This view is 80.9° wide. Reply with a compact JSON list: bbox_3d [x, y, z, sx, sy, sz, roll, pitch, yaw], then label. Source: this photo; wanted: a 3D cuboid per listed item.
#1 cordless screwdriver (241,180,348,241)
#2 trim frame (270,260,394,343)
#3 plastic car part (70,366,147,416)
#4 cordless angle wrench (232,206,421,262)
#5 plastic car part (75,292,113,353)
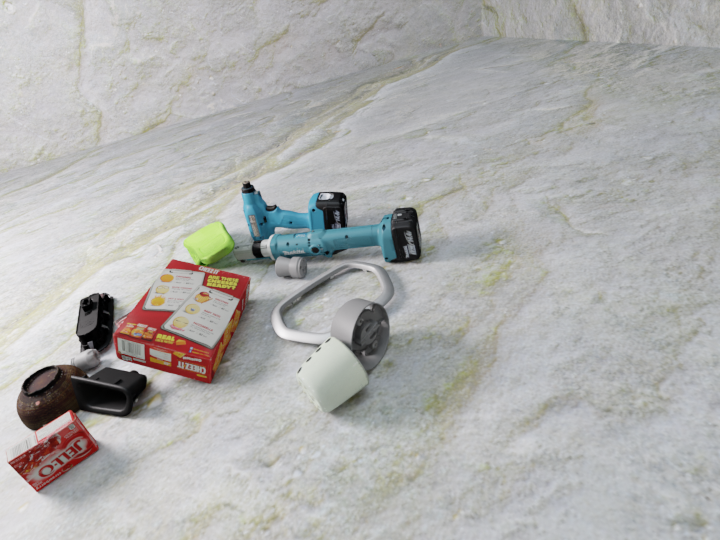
[{"bbox_3d":[-0.158,-0.146,0.998,0.254,0.153,0.075,-2,34,13],"label":"cordless screwdriver"},{"bbox_3d":[-0.051,0.054,0.788,0.244,0.026,0.195,-36,41,-26],"label":"trim frame"},{"bbox_3d":[-0.400,0.191,0.695,0.119,0.064,0.071,1,21,15],"label":"plastic car part"},{"bbox_3d":[-0.089,-0.058,0.910,0.435,0.094,0.075,-5,37,19],"label":"cordless angle wrench"},{"bbox_3d":[-0.552,0.099,0.876,0.065,0.065,0.214,-18,36,-21],"label":"plastic car part"}]
